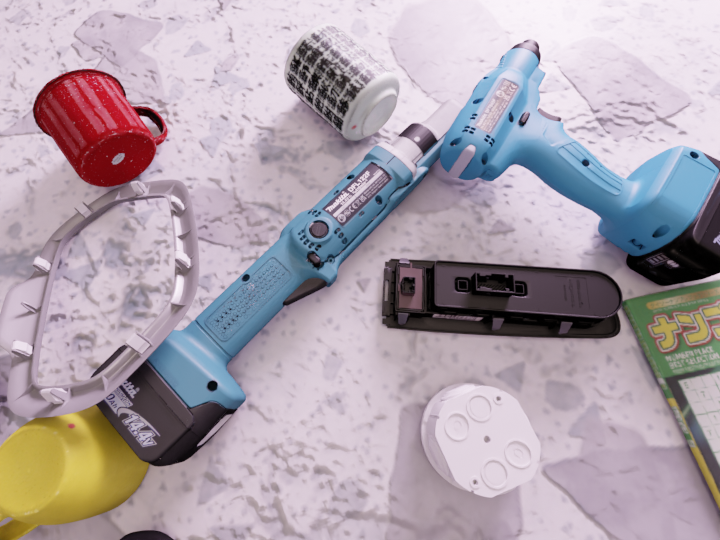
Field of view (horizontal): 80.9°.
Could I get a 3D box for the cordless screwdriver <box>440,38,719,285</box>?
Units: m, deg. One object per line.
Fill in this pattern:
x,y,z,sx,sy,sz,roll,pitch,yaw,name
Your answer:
0.214,-0.106,0.383,0.253,0.073,0.159,31,74,8,cordless screwdriver

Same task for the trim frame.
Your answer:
-0.224,0.002,0.363,0.185,0.026,0.261,-27,50,3,trim frame

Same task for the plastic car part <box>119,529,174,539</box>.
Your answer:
-0.148,0.256,0.298,0.121,0.064,0.071,40,91,18,plastic car part

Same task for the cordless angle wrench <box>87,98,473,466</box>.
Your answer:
-0.038,-0.025,0.386,0.100,0.073,0.420,41,75,11,cordless angle wrench

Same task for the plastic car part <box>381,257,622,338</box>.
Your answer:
0.124,0.018,0.364,0.204,0.065,0.068,5,64,2,plastic car part
